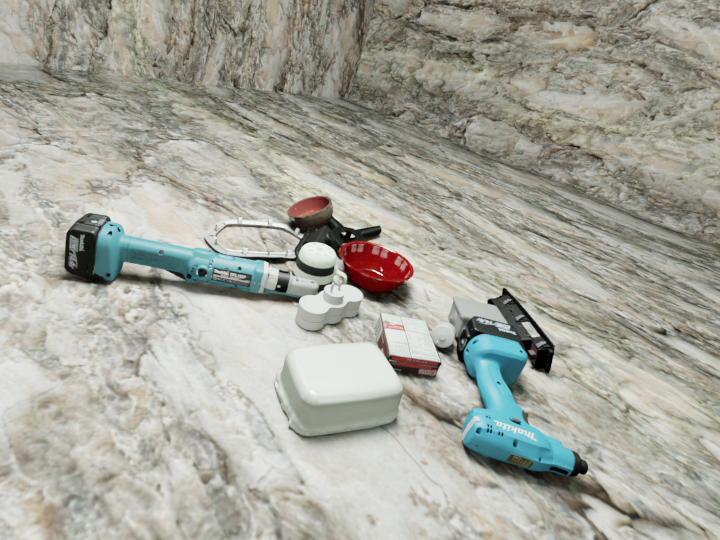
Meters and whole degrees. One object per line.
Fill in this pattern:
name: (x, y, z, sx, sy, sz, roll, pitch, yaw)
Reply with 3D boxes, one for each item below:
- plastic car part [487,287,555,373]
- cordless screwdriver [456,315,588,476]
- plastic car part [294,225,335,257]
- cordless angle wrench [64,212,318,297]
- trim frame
plastic car part: (0.304, 0.111, 0.835, 0.067, 0.064, 0.209, -11, 31, 3)
cordless screwdriver: (0.233, 0.186, 0.650, 0.160, 0.073, 0.252, 16, 32, 1)
plastic car part: (-0.090, -0.059, 0.918, 0.064, 0.072, 0.117, 51, 24, -13)
cordless angle wrench: (-0.277, -0.007, 0.743, 0.413, 0.097, 0.077, 12, 24, -12)
trim frame: (-0.222, -0.073, 0.949, 0.239, 0.027, 0.193, 3, 31, -24)
